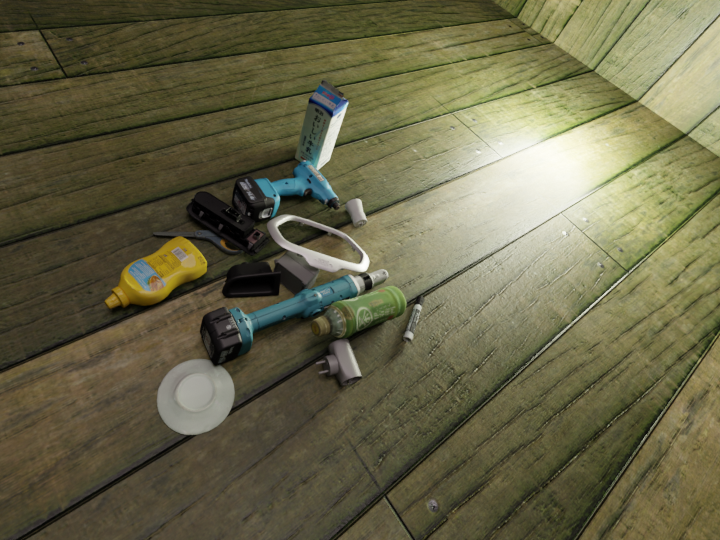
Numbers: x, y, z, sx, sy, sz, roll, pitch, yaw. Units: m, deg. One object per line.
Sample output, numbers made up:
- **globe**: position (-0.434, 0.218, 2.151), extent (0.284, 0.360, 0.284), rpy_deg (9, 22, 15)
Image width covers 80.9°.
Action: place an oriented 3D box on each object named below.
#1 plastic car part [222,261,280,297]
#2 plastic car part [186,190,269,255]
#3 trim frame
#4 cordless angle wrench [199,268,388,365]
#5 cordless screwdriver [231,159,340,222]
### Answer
- **plastic car part**: position (-0.229, 0.012, 0.879), extent (0.114, 0.064, 0.074), rpy_deg (-2, 41, -14)
- **plastic car part**: position (-0.297, -0.113, 0.928), extent (0.208, 0.066, 0.066), rpy_deg (29, 55, 12)
- **trim frame**: position (-0.092, -0.060, 0.944), extent (0.240, 0.027, 0.191), rpy_deg (18, 27, -19)
- **cordless angle wrench**: position (-0.105, 0.067, 0.851), extent (0.409, 0.098, 0.077), rpy_deg (-20, 67, -32)
- **cordless screwdriver**: position (-0.175, -0.179, 1.027), extent (0.242, 0.074, 0.165), rpy_deg (-26, 66, -36)
